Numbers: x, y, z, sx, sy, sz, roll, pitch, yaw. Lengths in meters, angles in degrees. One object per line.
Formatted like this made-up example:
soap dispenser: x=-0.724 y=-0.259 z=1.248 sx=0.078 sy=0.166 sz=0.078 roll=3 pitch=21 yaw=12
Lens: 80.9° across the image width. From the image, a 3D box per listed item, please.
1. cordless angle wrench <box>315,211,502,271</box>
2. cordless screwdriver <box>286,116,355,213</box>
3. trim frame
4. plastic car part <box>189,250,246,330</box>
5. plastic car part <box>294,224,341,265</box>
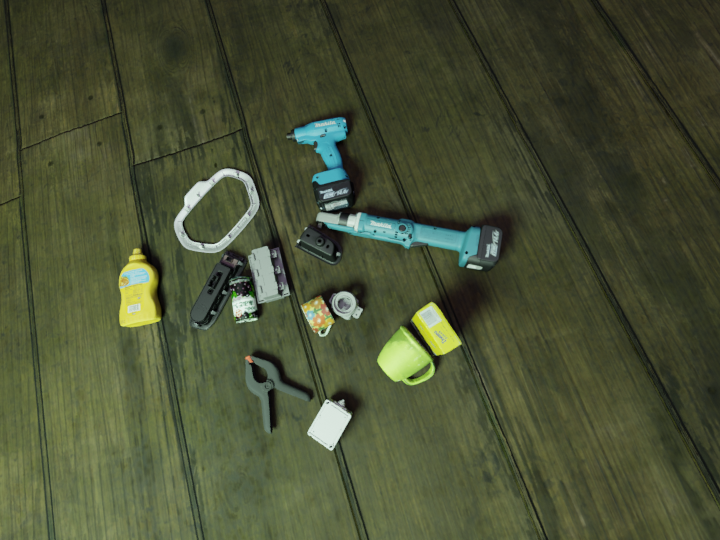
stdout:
cordless angle wrench: x=0.099 y=-0.089 z=0.992 sx=0.433 sy=0.072 sz=0.099 roll=12 pitch=77 yaw=13
cordless screwdriver: x=-0.100 y=-0.270 z=1.069 sx=0.160 sy=0.072 sz=0.255 roll=-10 pitch=70 yaw=5
trim frame: x=-0.375 y=-0.157 z=1.098 sx=0.190 sy=0.027 sz=0.248 roll=38 pitch=84 yaw=17
plastic car part: x=-0.351 y=0.050 z=1.020 sx=0.067 sy=0.066 sz=0.203 roll=24 pitch=81 yaw=4
plastic car part: x=-0.099 y=-0.065 z=1.010 sx=0.120 sy=0.069 sz=0.066 roll=29 pitch=81 yaw=16
